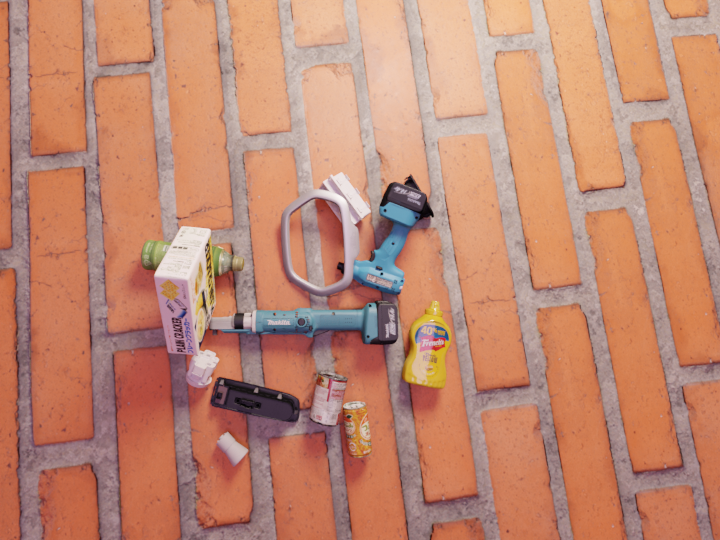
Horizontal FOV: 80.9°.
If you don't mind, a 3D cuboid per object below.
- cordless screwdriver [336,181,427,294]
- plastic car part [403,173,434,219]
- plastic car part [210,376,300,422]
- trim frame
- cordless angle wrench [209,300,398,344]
[{"bbox_3d":[0.051,-0.080,0.971,0.162,0.073,0.247,19,98,9],"label":"cordless screwdriver"},{"bbox_3d":[0.120,-0.164,1.017,0.071,0.065,0.117,-27,89,8],"label":"plastic car part"},{"bbox_3d":[-0.230,0.291,0.937,0.201,0.067,0.067,14,76,-4],"label":"plastic car part"},{"bbox_3d":[-0.095,-0.062,0.974,0.189,0.027,0.248,-3,92,16],"label":"trim frame"},{"bbox_3d":[-0.132,0.118,0.960,0.423,0.074,0.099,0,84,-1],"label":"cordless angle wrench"}]
